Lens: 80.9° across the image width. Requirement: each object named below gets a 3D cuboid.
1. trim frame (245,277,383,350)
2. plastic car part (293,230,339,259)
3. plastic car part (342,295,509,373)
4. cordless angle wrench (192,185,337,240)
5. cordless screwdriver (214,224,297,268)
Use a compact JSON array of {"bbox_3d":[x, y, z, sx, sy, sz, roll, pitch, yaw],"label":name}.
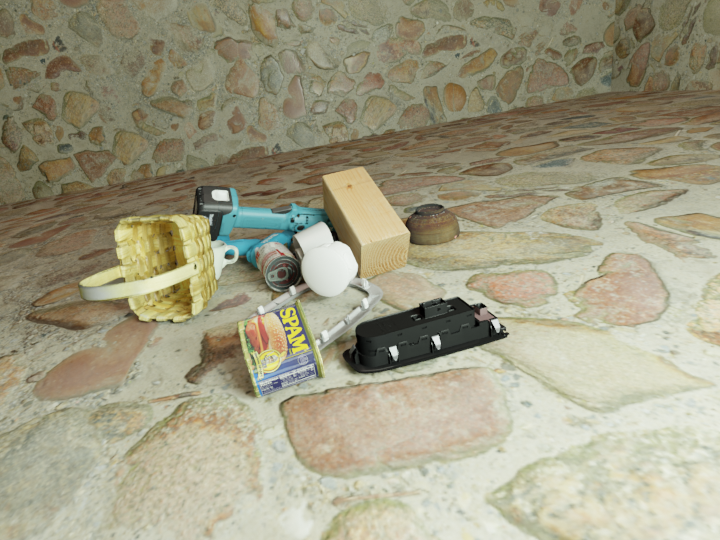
[{"bbox_3d":[-0.074,0.062,0.648,0.194,0.027,0.242,11,29,38],"label":"trim frame"},{"bbox_3d":[-0.084,-0.055,0.864,0.121,0.069,0.065,-2,24,26],"label":"plastic car part"},{"bbox_3d":[0.076,0.074,0.521,0.201,0.065,0.069,-17,30,-9],"label":"plastic car part"},{"bbox_3d":[-0.134,-0.111,0.900,0.408,0.097,0.078,1,49,-24],"label":"cordless angle wrench"},{"bbox_3d":[-0.275,-0.064,0.964,0.258,0.072,0.157,5,26,23],"label":"cordless screwdriver"}]
